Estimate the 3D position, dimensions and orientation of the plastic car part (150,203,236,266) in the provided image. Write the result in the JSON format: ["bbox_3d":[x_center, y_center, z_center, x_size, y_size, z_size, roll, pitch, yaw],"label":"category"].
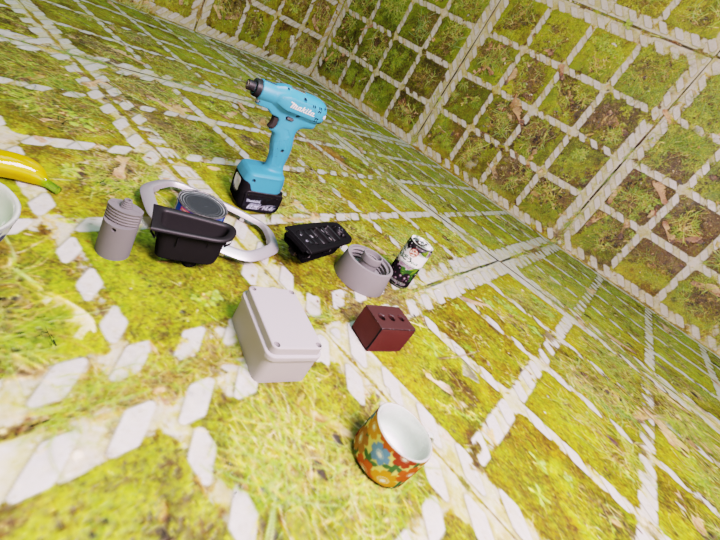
[{"bbox_3d":[-0.240,-0.039,0.593,0.111,0.071,0.069,16,29,-29],"label":"plastic car part"}]

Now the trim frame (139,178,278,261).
[{"bbox_3d":[-0.252,-0.086,0.719,0.242,0.027,0.190,23,26,-15],"label":"trim frame"}]

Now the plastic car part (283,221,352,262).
[{"bbox_3d":[-0.078,-0.051,0.794,0.068,0.067,0.197,38,26,13],"label":"plastic car part"}]

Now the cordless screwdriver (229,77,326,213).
[{"bbox_3d":[-0.183,-0.235,0.808,0.151,0.248,0.078,10,33,-40],"label":"cordless screwdriver"}]
